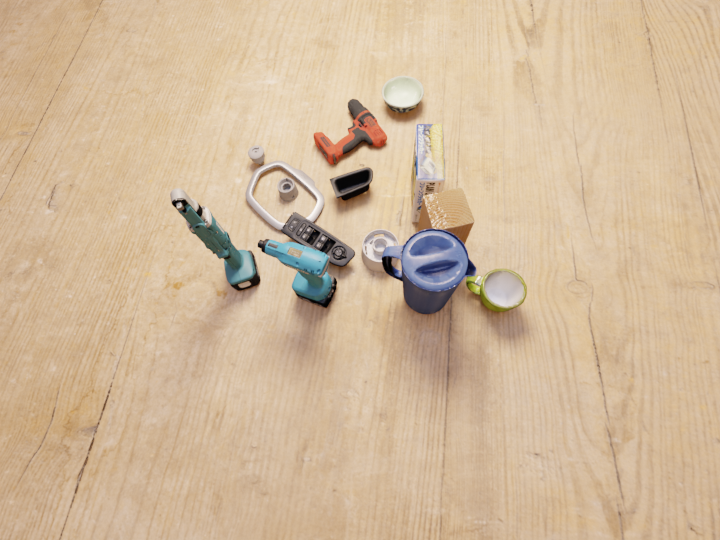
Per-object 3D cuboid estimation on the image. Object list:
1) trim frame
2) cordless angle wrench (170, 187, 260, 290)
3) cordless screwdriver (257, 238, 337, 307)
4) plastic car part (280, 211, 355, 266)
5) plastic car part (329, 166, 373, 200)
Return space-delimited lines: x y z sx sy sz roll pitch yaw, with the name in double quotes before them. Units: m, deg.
"trim frame" -0.216 -0.216 1.203 0.183 0.026 0.259 -44 68 -11
"cordless angle wrench" -0.319 -0.065 0.944 0.074 0.410 0.101 -18 69 -3
"cordless screwdriver" -0.140 0.002 0.980 0.164 0.241 0.075 20 71 12
"plastic car part" -0.108 -0.071 1.103 0.210 0.065 0.066 31 74 19
"plastic car part" -0.018 -0.229 1.156 0.116 0.068 0.068 -19 67 -1
